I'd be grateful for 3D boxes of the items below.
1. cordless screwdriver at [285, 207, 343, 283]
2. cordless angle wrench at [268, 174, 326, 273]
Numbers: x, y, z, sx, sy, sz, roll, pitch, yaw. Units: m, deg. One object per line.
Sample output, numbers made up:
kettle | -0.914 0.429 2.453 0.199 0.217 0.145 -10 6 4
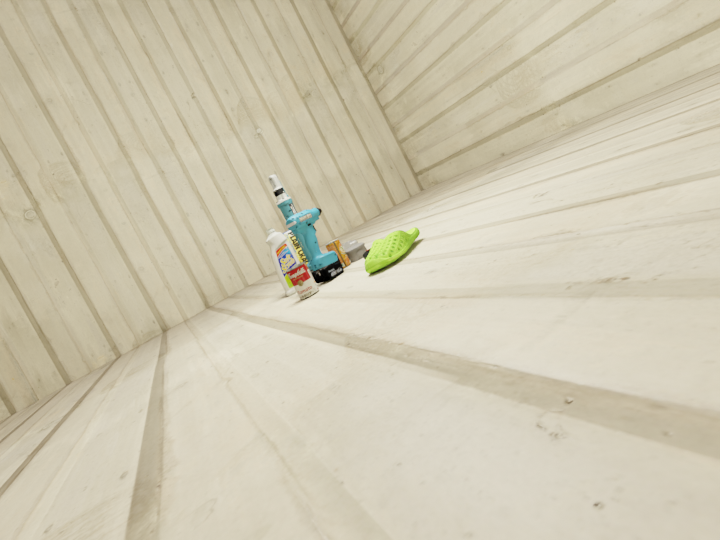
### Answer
cordless screwdriver | -0.140 -0.092 1.435 0.077 0.247 0.155 -24 5 43
cordless angle wrench | -0.235 -0.164 1.569 0.076 0.421 0.096 -25 4 35
